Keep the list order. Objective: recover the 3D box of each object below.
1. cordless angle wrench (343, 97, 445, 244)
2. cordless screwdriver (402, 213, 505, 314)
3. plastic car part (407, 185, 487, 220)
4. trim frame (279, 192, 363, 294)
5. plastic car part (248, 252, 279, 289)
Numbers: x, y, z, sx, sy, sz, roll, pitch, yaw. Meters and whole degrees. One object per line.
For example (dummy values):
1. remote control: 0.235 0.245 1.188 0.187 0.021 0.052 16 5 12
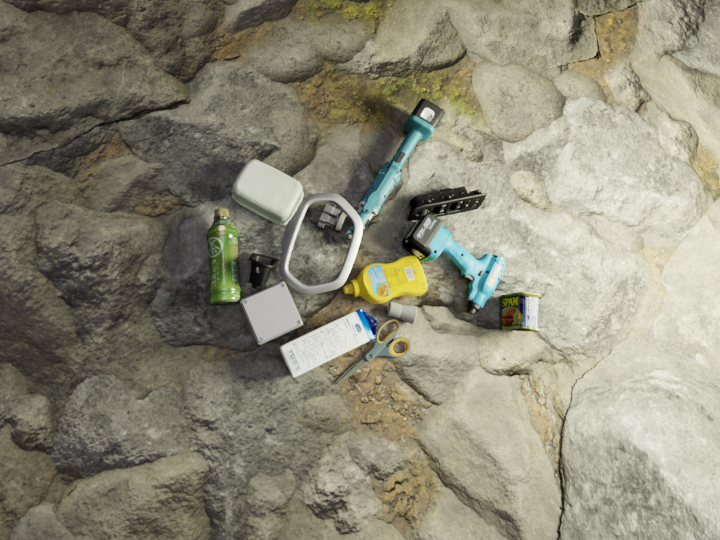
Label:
1. cordless angle wrench: 0.073 -0.242 1.066 0.074 0.098 0.423 32 79 -2
2. cordless screwdriver: 0.219 -0.017 1.029 0.248 0.074 0.159 32 75 -2
3. plastic car part: 0.211 -0.175 1.073 0.200 0.065 0.069 -16 71 -11
4. trim frame: -0.098 -0.064 0.998 0.188 0.027 0.248 17 89 10
5. plastic car part: -0.227 0.005 0.958 0.065 0.118 0.070 14 100 -8
